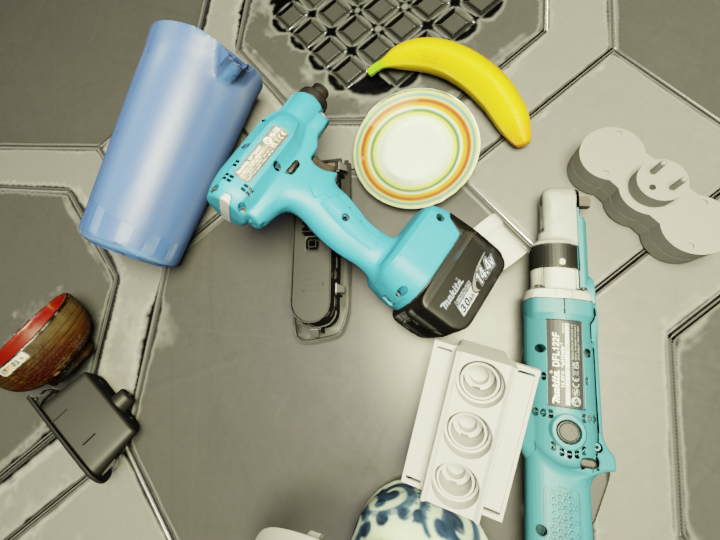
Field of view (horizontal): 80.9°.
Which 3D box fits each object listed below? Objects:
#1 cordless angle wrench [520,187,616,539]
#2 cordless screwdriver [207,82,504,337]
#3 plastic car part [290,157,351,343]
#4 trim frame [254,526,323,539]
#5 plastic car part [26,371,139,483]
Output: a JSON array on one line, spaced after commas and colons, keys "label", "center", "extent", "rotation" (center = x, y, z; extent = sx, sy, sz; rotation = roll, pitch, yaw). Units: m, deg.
[{"label": "cordless angle wrench", "center": [0.162, 0.129, 0.340], "extent": [0.100, 0.071, 0.428], "rotation": [2, 74, 13]}, {"label": "cordless screwdriver", "center": [0.006, -0.060, 0.385], "extent": [0.249, 0.074, 0.159], "rotation": [33, 70, 1]}, {"label": "plastic car part", "center": [-0.043, -0.028, 0.437], "extent": [0.067, 0.065, 0.205], "rotation": [-1, 78, 4]}, {"label": "trim frame", "center": [0.007, 0.287, 0.301], "extent": [0.188, 0.027, 0.250], "rotation": [-35, 87, 38]}, {"label": "plastic car part", "center": [-0.280, 0.155, 0.452], "extent": [0.120, 0.064, 0.070], "rotation": [36, 72, 15]}]
